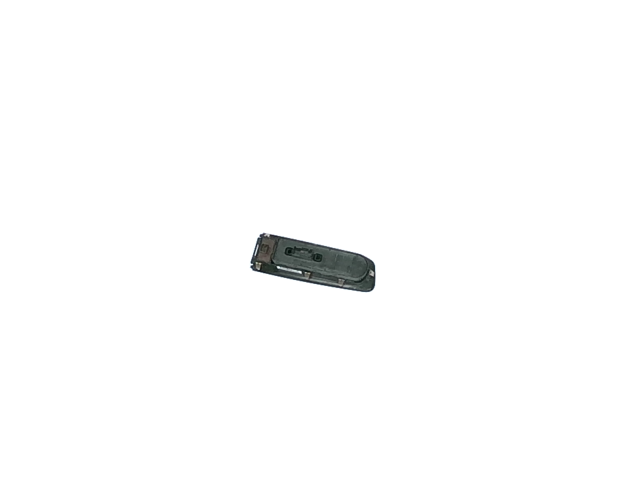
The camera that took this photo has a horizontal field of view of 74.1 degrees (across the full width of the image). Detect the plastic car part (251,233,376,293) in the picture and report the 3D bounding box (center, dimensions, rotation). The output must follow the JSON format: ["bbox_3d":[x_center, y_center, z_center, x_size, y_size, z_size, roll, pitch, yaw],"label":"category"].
[{"bbox_3d":[-0.007,0.031,0.670,0.203,0.066,0.067,14,-26,2],"label":"plastic car part"}]
